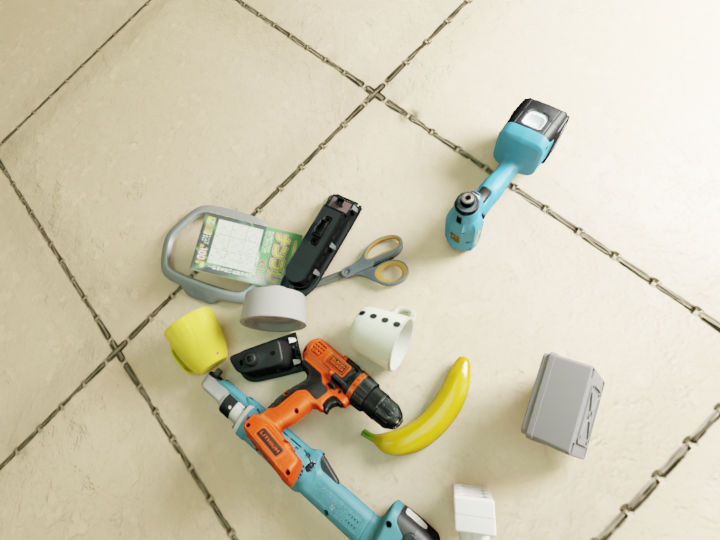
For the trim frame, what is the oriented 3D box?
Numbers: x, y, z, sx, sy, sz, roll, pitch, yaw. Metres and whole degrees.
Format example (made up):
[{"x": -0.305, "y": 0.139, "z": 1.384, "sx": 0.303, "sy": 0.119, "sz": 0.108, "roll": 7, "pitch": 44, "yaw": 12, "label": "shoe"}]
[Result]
[{"x": -0.274, "y": -0.031, "z": 0.805, "sx": 0.257, "sy": 0.026, "sz": 0.185, "roll": 15, "pitch": 76, "yaw": 18, "label": "trim frame"}]

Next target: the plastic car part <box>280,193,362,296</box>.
[{"x": -0.071, "y": -0.047, "z": 0.729, "sx": 0.068, "sy": 0.066, "sz": 0.203, "roll": 27, "pitch": 81, "yaw": 8, "label": "plastic car part"}]

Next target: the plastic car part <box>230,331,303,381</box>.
[{"x": -0.161, "y": 0.145, "z": 0.691, "sx": 0.117, "sy": 0.068, "sz": 0.068, "roll": -17, "pitch": 69, "yaw": 6, "label": "plastic car part"}]

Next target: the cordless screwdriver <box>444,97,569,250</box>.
[{"x": 0.213, "y": -0.151, "z": 0.635, "sx": 0.077, "sy": 0.153, "sz": 0.248, "roll": 35, "pitch": 82, "yaw": 19, "label": "cordless screwdriver"}]

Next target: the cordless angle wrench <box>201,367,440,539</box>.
[{"x": -0.091, "y": 0.287, "z": 0.627, "sx": 0.442, "sy": 0.071, "sz": 0.098, "roll": 30, "pitch": 83, "yaw": 24, "label": "cordless angle wrench"}]
